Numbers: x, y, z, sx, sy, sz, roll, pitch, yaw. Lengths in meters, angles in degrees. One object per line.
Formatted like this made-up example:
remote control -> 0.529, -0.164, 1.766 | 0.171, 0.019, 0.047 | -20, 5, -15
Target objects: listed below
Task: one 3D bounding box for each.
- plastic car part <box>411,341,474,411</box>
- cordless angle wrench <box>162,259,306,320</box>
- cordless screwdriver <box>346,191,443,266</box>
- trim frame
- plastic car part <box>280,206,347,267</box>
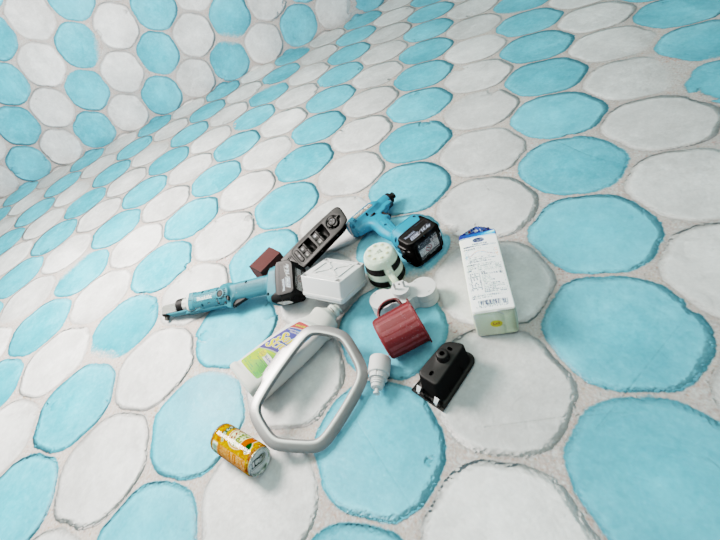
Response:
plastic car part -> 0.141, 0.166, 0.723 | 0.070, 0.067, 0.116 | 26, 66, 40
cordless angle wrench -> -0.337, 0.065, 1.064 | 0.435, 0.070, 0.100 | -13, 69, 22
cordless screwdriver -> 0.092, -0.114, 1.024 | 0.158, 0.071, 0.263 | -42, 40, -16
trim frame -> -0.096, 0.215, 0.789 | 0.191, 0.026, 0.248 | 26, 66, 20
plastic car part -> -0.104, -0.068, 1.063 | 0.203, 0.063, 0.070 | -47, 56, 9
